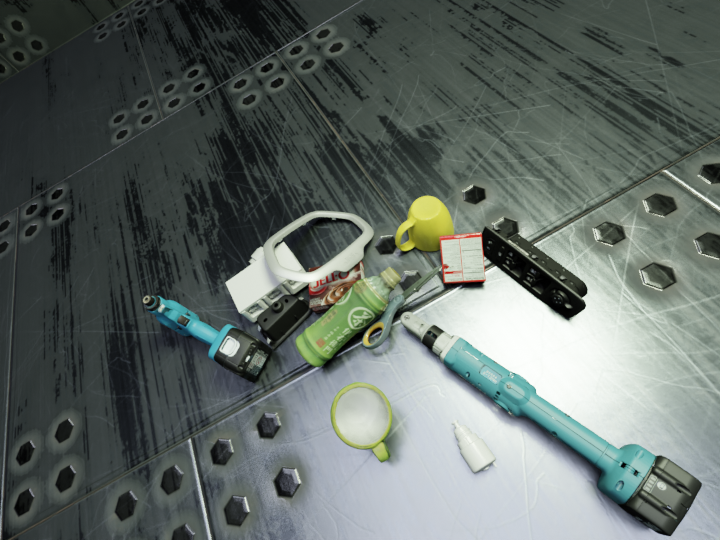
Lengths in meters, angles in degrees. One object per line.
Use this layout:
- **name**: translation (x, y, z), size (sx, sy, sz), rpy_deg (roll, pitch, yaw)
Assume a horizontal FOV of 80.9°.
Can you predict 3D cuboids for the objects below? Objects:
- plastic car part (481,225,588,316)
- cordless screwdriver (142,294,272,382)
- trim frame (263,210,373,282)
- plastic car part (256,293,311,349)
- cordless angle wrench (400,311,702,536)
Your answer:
- **plastic car part**: translation (0.300, -0.003, 0.728), size (0.065, 0.064, 0.214), rpy_deg (-21, 51, -24)
- **cordless screwdriver**: translation (-0.303, 0.121, 0.820), size (0.260, 0.152, 0.074), rpy_deg (20, 70, 26)
- **trim frame**: translation (-0.084, -0.055, 0.862), size (0.194, 0.027, 0.244), rpy_deg (25, 46, 29)
- **plastic car part**: translation (-0.158, 0.087, 0.836), size (0.116, 0.067, 0.069), rpy_deg (-44, 58, -4)
- **cordless angle wrench**: translation (0.227, 0.183, 0.629), size (0.447, 0.093, 0.074), rpy_deg (34, 80, 35)
